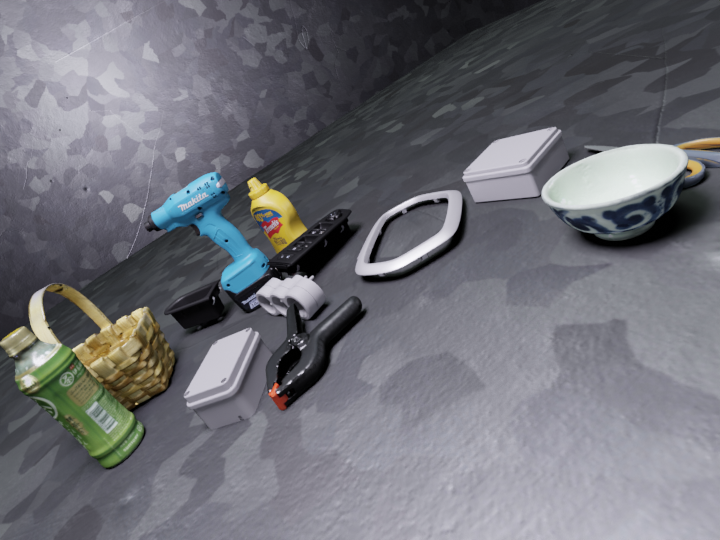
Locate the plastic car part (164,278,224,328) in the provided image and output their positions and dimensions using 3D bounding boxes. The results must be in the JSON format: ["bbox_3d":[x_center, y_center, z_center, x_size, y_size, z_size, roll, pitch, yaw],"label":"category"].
[{"bbox_3d":[-0.313,0.077,0.824,0.119,0.068,0.067,-24,23,18],"label":"plastic car part"}]

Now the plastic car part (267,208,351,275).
[{"bbox_3d":[-0.077,-0.050,0.789,0.069,0.065,0.201,-7,34,46],"label":"plastic car part"}]

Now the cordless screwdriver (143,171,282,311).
[{"bbox_3d":[-0.258,-0.036,0.763,0.160,0.240,0.076,-29,20,6],"label":"cordless screwdriver"}]

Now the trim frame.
[{"bbox_3d":[0.075,-0.065,0.682,0.189,0.026,0.250,-19,27,27],"label":"trim frame"}]
